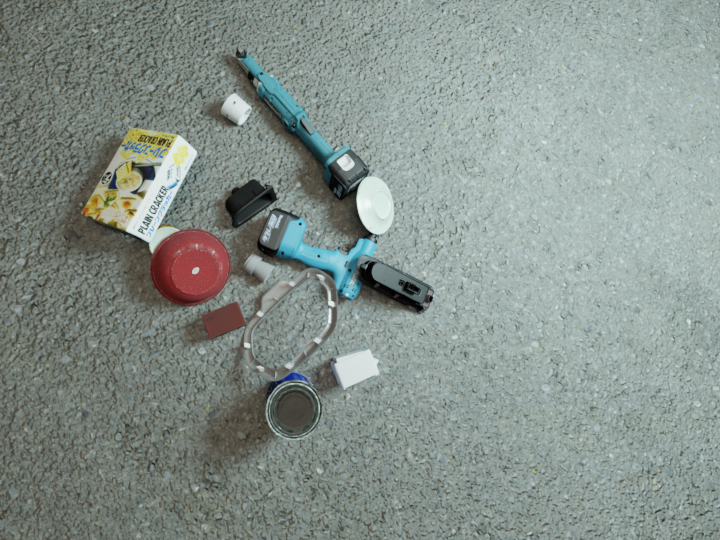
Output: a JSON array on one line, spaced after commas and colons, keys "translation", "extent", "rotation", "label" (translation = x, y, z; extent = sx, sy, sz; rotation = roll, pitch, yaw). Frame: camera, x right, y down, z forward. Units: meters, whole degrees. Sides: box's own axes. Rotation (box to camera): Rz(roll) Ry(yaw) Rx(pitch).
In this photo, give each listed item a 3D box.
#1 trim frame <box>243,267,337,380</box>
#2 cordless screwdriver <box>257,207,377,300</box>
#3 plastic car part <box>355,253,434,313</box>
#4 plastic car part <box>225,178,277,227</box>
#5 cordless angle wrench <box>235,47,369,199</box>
[{"translation": [-0.143, 0.102, 0.833], "extent": [0.250, 0.026, 0.194], "rotation": [-44, 49, 11], "label": "trim frame"}, {"translation": [-0.090, -0.059, 0.918], "extent": [0.246, 0.075, 0.159], "rotation": [28, 77, -6], "label": "cordless screwdriver"}, {"translation": [0.080, 0.030, 0.899], "extent": [0.196, 0.069, 0.066], "rotation": [26, 86, -17], "label": "plastic car part"}, {"translation": [-0.250, -0.157, 0.928], "extent": [0.116, 0.064, 0.073], "rotation": [-35, 73, -9], "label": "plastic car part"}, {"translation": [-0.149, -0.348, 0.964], "extent": [0.074, 0.097, 0.430], "rotation": [-39, 82, -13], "label": "cordless angle wrench"}]
